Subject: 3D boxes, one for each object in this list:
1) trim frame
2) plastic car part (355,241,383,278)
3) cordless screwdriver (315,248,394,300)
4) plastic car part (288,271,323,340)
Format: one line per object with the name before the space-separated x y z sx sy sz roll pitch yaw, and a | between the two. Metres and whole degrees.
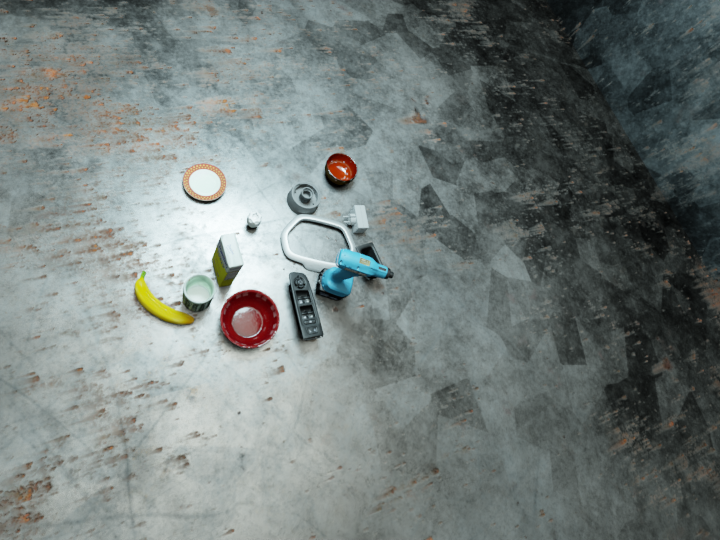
trim frame | -0.130 -0.085 1.335 0.242 0.028 0.188 12 65 -14
plastic car part | 0.024 -0.020 1.336 0.064 0.071 0.119 -18 76 -27
cordless screwdriver | -0.025 0.020 1.200 0.155 0.251 0.075 20 65 -15
plastic car part | -0.165 0.102 1.220 0.064 0.067 0.208 -7 71 -24
